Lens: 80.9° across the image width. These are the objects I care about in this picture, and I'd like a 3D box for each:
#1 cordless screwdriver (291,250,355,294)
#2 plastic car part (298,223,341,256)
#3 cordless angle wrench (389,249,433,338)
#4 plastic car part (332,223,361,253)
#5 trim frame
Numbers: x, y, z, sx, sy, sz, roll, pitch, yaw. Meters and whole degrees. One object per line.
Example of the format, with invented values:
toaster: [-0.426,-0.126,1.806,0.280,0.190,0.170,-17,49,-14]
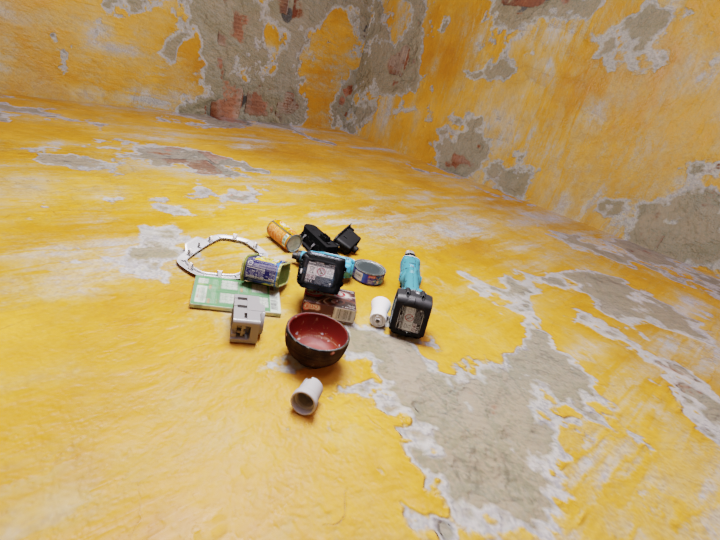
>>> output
cordless screwdriver: [-0.099,-0.011,0.963,0.161,0.074,0.247,13,6,3]
plastic car part: [-0.114,-0.075,1.168,0.064,0.066,0.215,-10,31,-31]
cordless angle wrench: [0.123,0.023,1.048,0.075,0.096,0.425,13,21,2]
plastic car part: [-0.036,-0.079,1.225,0.072,0.066,0.115,32,29,4]
trim frame: [-0.328,-0.040,1.019,0.188,0.027,0.248,16,26,8]
